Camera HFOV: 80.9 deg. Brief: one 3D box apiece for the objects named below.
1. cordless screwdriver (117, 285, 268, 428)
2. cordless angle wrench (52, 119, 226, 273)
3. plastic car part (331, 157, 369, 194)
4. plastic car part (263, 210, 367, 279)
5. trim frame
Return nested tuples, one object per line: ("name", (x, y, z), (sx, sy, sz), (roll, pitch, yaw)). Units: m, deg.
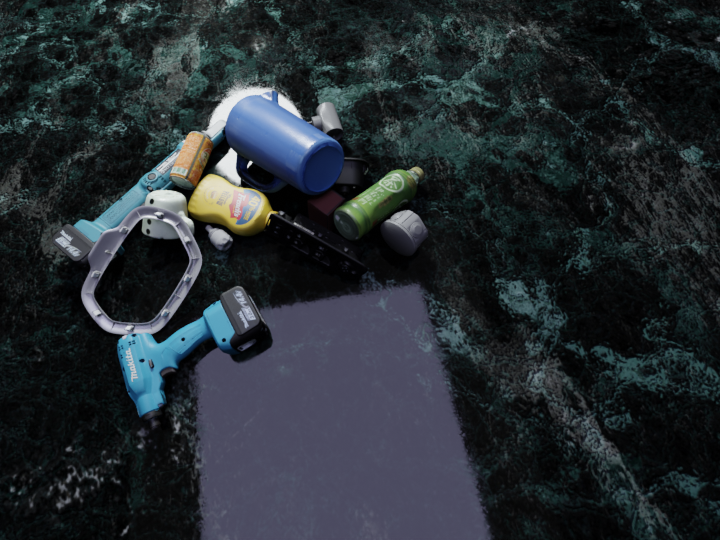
("cordless screwdriver", (-0.277, 0.141, 0.716), (0.247, 0.072, 0.165), (-26, 68, -6))
("cordless angle wrench", (-0.419, -0.175, 0.867), (0.101, 0.072, 0.421), (33, 68, 13))
("plastic car part", (-0.040, -0.192, 0.871), (0.116, 0.065, 0.071), (4, 82, -1))
("plastic car part", (-0.077, -0.051, 0.790), (0.203, 0.066, 0.067), (32, 43, 1))
("trim frame", (-0.397, 0.003, 0.760), (0.185, 0.027, 0.248), (34, 93, 1))
